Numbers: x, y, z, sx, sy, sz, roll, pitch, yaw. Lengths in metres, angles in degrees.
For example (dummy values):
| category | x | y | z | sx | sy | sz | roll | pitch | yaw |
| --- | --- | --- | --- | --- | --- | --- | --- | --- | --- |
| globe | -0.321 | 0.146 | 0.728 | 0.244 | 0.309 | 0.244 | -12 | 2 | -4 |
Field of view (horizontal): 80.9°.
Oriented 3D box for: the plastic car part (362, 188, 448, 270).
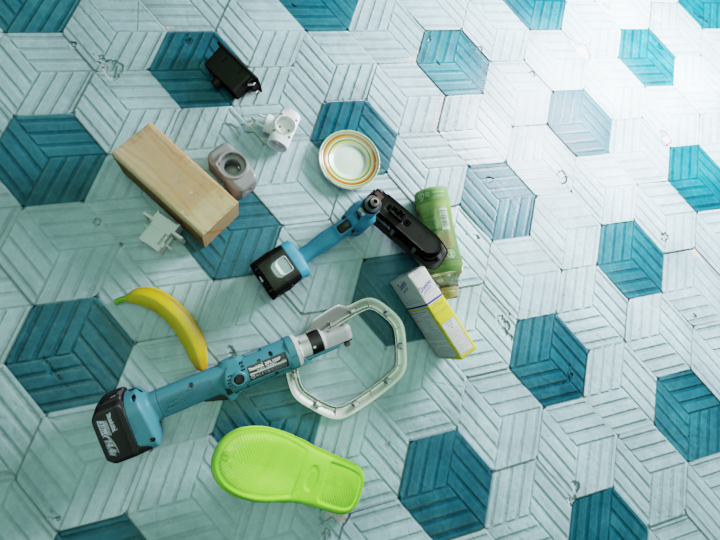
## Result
| category | x | y | z | sx | sy | sz | roll | pitch | yaw |
| --- | --- | --- | --- | --- | --- | --- | --- | --- | --- |
| plastic car part | 0.085 | -0.088 | 0.812 | 0.066 | 0.065 | 0.210 | -40 | 73 | -15 |

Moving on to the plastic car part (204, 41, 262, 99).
| category | x | y | z | sx | sy | sz | roll | pitch | yaw |
| --- | --- | --- | --- | --- | --- | --- | --- | --- | --- |
| plastic car part | -0.263 | -0.390 | 0.849 | 0.117 | 0.066 | 0.071 | 42 | 86 | 2 |

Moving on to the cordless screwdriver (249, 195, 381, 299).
| category | x | y | z | sx | sy | sz | roll | pitch | yaw |
| --- | --- | --- | --- | --- | --- | --- | --- | --- | --- |
| cordless screwdriver | -0.073 | -0.048 | 0.751 | 0.246 | 0.160 | 0.074 | -35 | 91 | -16 |

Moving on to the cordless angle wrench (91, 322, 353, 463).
| category | x | y | z | sx | sy | sz | roll | pitch | yaw |
| --- | --- | --- | --- | --- | --- | --- | --- | --- | --- |
| cordless angle wrench | -0.205 | 0.174 | 0.700 | 0.415 | 0.077 | 0.096 | -20 | 101 | -16 |

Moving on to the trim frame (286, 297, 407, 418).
| category | x | y | z | sx | sy | sz | roll | pitch | yaw |
| --- | --- | --- | --- | --- | --- | --- | --- | --- | --- |
| trim frame | -0.020 | 0.157 | 0.782 | 0.245 | 0.027 | 0.186 | -30 | 84 | -15 |
